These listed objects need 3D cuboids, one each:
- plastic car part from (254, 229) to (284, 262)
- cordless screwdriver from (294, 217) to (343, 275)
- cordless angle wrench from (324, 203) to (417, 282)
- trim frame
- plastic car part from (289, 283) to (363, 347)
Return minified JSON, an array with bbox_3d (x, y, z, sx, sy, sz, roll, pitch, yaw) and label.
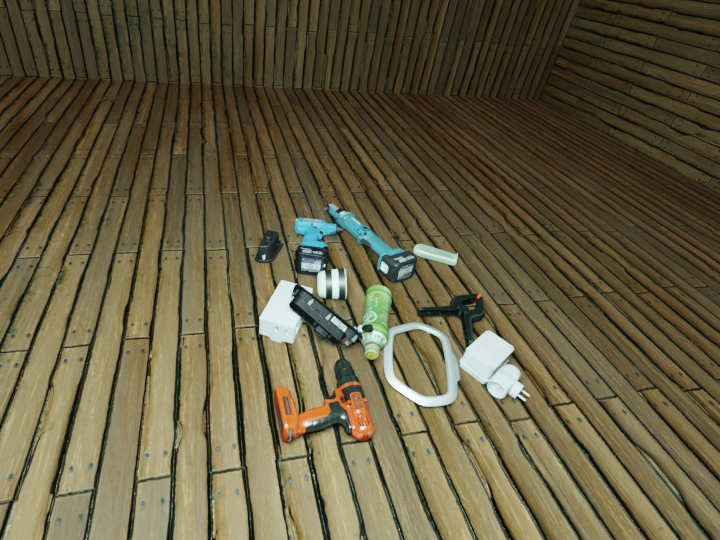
[{"bbox_3d":[-0.278,-0.081,1.283,0.067,0.069,0.118,11,34,3],"label":"plastic car part"},{"bbox_3d":[-0.128,-0.084,1.313,0.158,0.073,0.257,3,34,-7],"label":"cordless screwdriver"},{"bbox_3d":[0.011,-0.116,1.382,0.095,0.072,0.447,-16,42,-30],"label":"cordless angle wrench"},{"bbox_3d":[0.146,0.217,1.011,0.185,0.027,0.254,7,36,0],"label":"trim frame"},{"bbox_3d":[-0.095,0.118,1.008,0.203,0.067,0.066,44,62,1],"label":"plastic car part"}]
